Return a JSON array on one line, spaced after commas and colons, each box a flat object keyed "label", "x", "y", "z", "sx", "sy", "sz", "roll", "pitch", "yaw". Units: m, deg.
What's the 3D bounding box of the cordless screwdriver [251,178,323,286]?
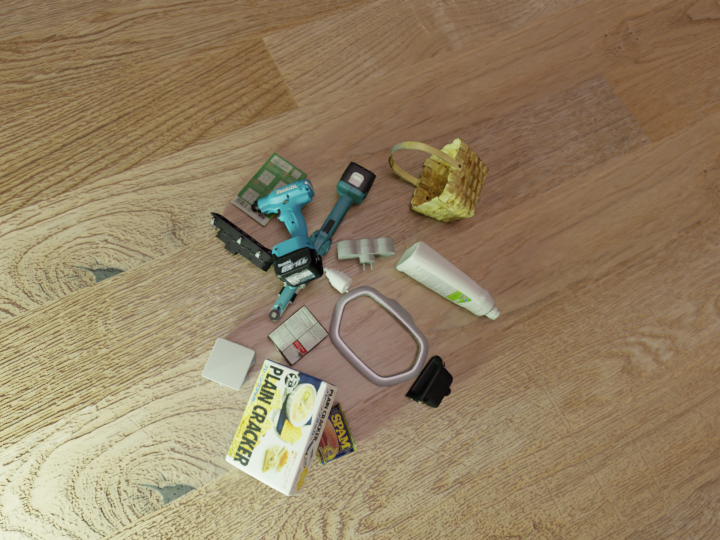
[{"label": "cordless screwdriver", "x": -0.173, "y": -0.086, "z": 0.965, "sx": 0.162, "sy": 0.070, "sz": 0.257, "roll": -18, "pitch": 60, "yaw": 14}]

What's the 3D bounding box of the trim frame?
[{"label": "trim frame", "x": 0.042, "y": 0.150, "z": 0.983, "sx": 0.253, "sy": 0.027, "sz": 0.183, "roll": 42, "pitch": 76, "yaw": 10}]

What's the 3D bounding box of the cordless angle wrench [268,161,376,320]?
[{"label": "cordless angle wrench", "x": -0.099, "y": -0.065, "z": 1.011, "sx": 0.075, "sy": 0.097, "sz": 0.423, "roll": 30, "pitch": 78, "yaw": 1}]

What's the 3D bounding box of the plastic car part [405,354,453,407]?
[{"label": "plastic car part", "x": 0.168, "y": 0.259, "z": 0.947, "sx": 0.070, "sy": 0.067, "sz": 0.116, "roll": 45, "pitch": 71, "yaw": -10}]

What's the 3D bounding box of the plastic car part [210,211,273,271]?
[{"label": "plastic car part", "x": -0.278, "y": -0.062, "z": 1.004, "sx": 0.205, "sy": 0.066, "sz": 0.067, "roll": 31, "pitch": 83, "yaw": 5}]
